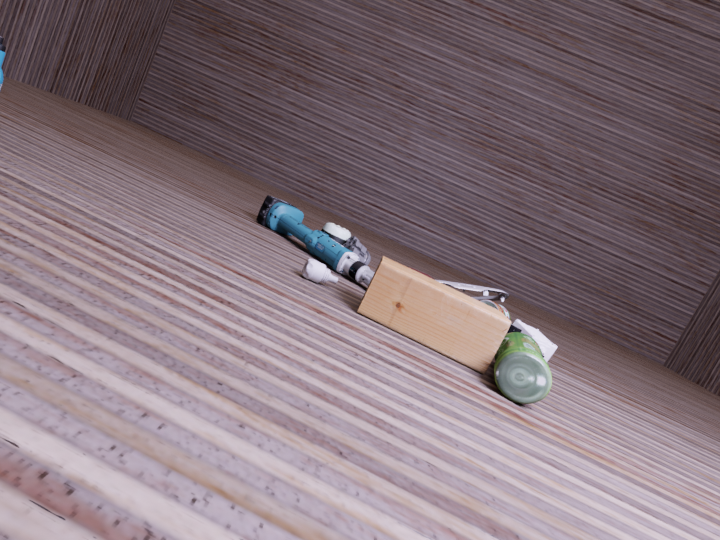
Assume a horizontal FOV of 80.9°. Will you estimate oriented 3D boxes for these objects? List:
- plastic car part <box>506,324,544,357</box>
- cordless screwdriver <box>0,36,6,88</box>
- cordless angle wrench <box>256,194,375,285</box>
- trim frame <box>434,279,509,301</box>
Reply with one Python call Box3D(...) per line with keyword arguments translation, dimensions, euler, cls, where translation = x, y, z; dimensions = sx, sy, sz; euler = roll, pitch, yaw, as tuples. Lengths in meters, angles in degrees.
Box3D(translation=(0.271, 0.130, 0.840), dimensions=(0.215, 0.066, 0.063), euler=(28, 15, 37), cls="plastic car part")
Box3D(translation=(-0.646, -0.319, 0.696), dimensions=(0.071, 0.159, 0.262), euler=(20, 11, -34), cls="cordless screwdriver")
Box3D(translation=(-0.095, -0.062, 0.969), dimensions=(0.093, 0.074, 0.448), euler=(15, 14, -47), cls="cordless angle wrench")
Box3D(translation=(0.218, 0.052, 0.993), dimensions=(0.247, 0.028, 0.183), euler=(11, -15, -4), cls="trim frame")
